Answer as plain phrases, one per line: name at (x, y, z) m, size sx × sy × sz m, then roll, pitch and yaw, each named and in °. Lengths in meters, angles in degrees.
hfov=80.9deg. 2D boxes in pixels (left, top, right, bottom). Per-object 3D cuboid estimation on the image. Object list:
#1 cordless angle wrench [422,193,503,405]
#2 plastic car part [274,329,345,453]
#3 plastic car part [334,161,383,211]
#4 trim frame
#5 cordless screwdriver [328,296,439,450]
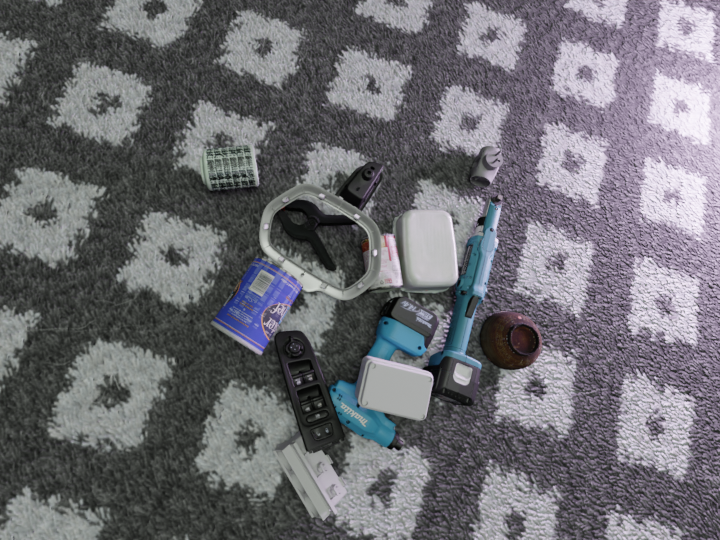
cordless angle wrench at (0.213, 0.035, 0.812) m, size 0.074 × 0.098 × 0.426 m, roll 22°, pitch 70°, yaw -6°
plastic car part at (-0.094, 0.198, 0.721) m, size 0.065 × 0.066 × 0.210 m, roll -16°, pitch 65°, yaw -15°
plastic car part at (0.005, -0.175, 0.843) m, size 0.066 × 0.071 × 0.116 m, roll 35°, pitch 77°, yaw -2°
trim frame at (-0.077, -0.050, 0.783) m, size 0.252 × 0.027 × 0.184 m, roll 32°, pitch 106°, yaw 7°
cordless screwdriver at (0.058, 0.180, 0.759) m, size 0.160 × 0.074 × 0.248 m, roll 34°, pitch 78°, yaw 1°
